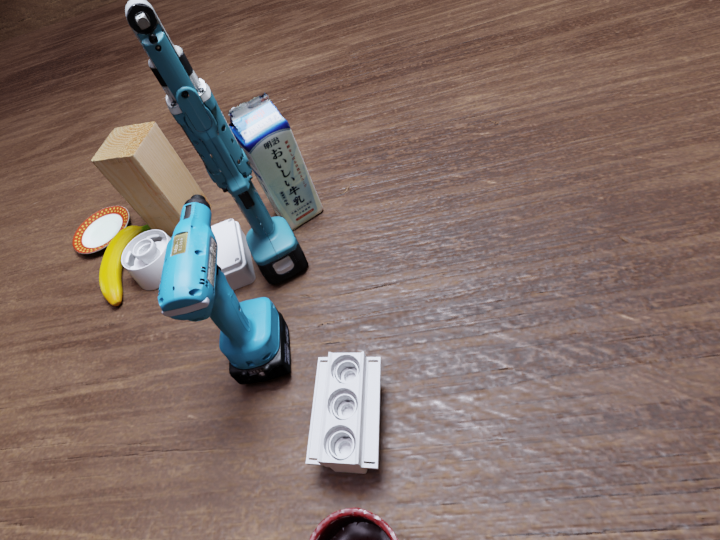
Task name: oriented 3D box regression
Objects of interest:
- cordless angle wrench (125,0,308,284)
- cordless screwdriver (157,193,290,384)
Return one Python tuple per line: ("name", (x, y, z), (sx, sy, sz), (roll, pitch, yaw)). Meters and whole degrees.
("cordless angle wrench", (-0.173, -0.136, 0.555), (0.074, 0.403, 0.103), (-27, 51, -6))
("cordless screwdriver", (-0.163, 0.032, 0.532), (0.075, 0.237, 0.165), (-15, 51, 4))
